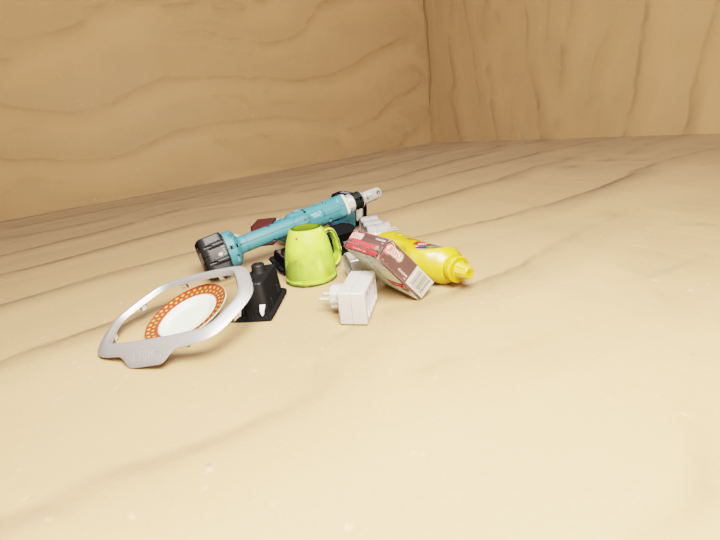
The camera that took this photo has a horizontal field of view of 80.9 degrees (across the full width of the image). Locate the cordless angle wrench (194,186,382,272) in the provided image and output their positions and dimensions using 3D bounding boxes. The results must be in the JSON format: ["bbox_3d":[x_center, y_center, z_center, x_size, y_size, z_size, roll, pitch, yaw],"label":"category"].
[{"bbox_3d":[-0.129,-0.099,0.886,0.414,0.074,0.100,-25,4,-22],"label":"cordless angle wrench"}]

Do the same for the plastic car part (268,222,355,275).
[{"bbox_3d":[-0.083,-0.054,0.852,0.196,0.065,0.070,-17,32,-34],"label":"plastic car part"}]

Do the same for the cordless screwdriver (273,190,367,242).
[{"bbox_3d":[-0.073,-0.117,1.020,0.168,0.072,0.242,20,37,37],"label":"cordless screwdriver"}]

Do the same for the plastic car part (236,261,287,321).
[{"bbox_3d":[-0.158,0.025,0.663,0.067,0.069,0.117,-4,22,8],"label":"plastic car part"}]

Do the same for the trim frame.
[{"bbox_3d":[-0.259,0.060,0.598,0.255,0.026,0.187,-11,32,18],"label":"trim frame"}]
